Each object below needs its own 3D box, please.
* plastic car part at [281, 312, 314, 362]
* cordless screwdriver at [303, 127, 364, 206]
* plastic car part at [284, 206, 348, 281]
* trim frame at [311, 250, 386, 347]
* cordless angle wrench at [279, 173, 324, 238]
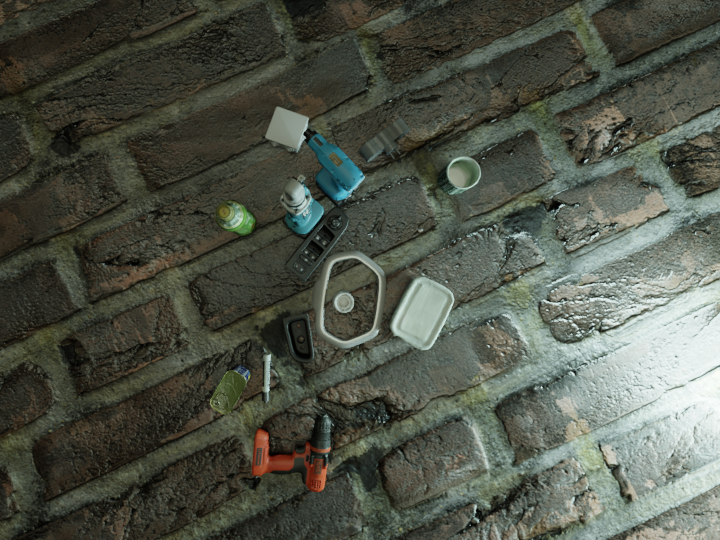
[{"bbox_3d":[-0.150,0.167,1.051,0.066,0.071,0.117,-12,88,-3],"label":"plastic car part"},{"bbox_3d":[-0.070,-0.236,0.987,0.074,0.249,0.159,-43,91,-3],"label":"cordless screwdriver"},{"bbox_3d":[-0.104,-0.068,1.067,0.066,0.067,0.203,38,88,-1],"label":"plastic car part"},{"bbox_3d":[-0.031,0.072,1.077,0.184,0.027,0.249,7,86,1],"label":"trim frame"},{"bbox_3d":[-0.129,-0.134,0.895,0.074,0.423,0.098,39,87,-4],"label":"cordless angle wrench"}]
